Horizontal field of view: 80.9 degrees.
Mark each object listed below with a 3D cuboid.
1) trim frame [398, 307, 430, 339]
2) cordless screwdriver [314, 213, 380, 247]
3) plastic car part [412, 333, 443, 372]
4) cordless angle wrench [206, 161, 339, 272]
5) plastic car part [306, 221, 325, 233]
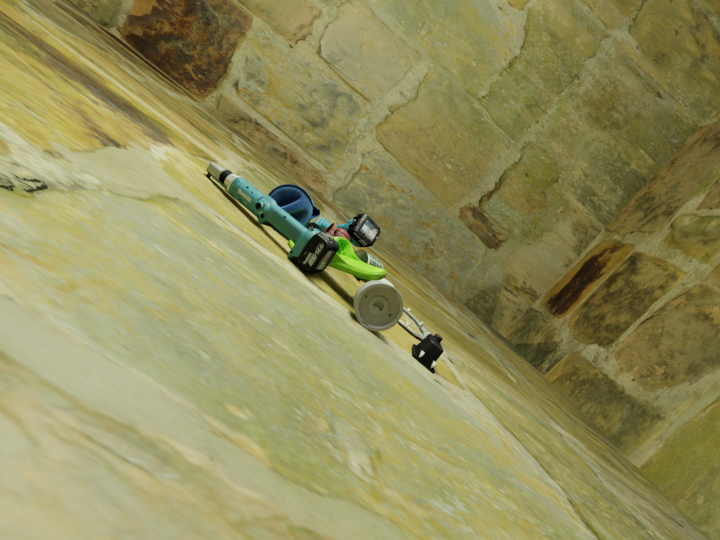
[{"bbox_3d":[0.135,0.136,1.285,0.181,0.027,0.253,36,11,-12],"label":"trim frame"},{"bbox_3d":[-0.038,-0.116,1.424,0.261,0.074,0.152,4,-36,51],"label":"cordless screwdriver"},{"bbox_3d":[0.170,0.187,1.030,0.066,0.071,0.115,41,12,1],"label":"plastic car part"},{"bbox_3d":[-0.239,-0.153,1.047,0.440,0.098,0.071,39,12,21],"label":"cordless angle wrench"},{"bbox_3d":[-0.120,-0.078,1.225,0.063,0.066,0.214,50,1,-41],"label":"plastic car part"}]
